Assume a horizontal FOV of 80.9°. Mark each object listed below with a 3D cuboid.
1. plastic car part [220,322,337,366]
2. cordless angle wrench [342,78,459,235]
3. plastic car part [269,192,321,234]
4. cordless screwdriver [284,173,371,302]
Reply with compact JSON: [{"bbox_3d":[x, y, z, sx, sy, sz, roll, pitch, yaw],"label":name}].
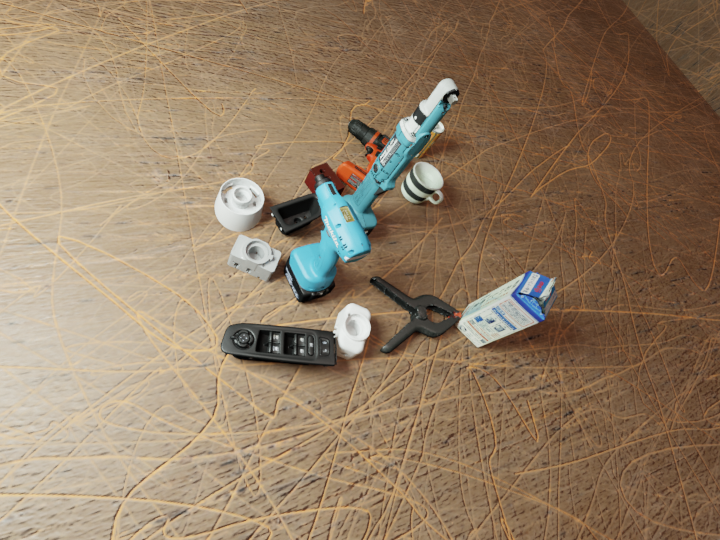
[{"bbox_3d":[-0.147,0.135,0.754,0.197,0.067,0.068,10,60,-16],"label":"plastic car part"},{"bbox_3d":[0.051,-0.192,0.800,0.072,0.425,0.101,-7,69,-28],"label":"cordless angle wrench"},{"bbox_3d":[-0.134,-0.112,0.897,0.113,0.071,0.067,-26,76,-32],"label":"plastic car part"},{"bbox_3d":[-0.076,-0.050,0.776,0.072,0.250,0.164,-15,72,-31],"label":"cordless screwdriver"}]
